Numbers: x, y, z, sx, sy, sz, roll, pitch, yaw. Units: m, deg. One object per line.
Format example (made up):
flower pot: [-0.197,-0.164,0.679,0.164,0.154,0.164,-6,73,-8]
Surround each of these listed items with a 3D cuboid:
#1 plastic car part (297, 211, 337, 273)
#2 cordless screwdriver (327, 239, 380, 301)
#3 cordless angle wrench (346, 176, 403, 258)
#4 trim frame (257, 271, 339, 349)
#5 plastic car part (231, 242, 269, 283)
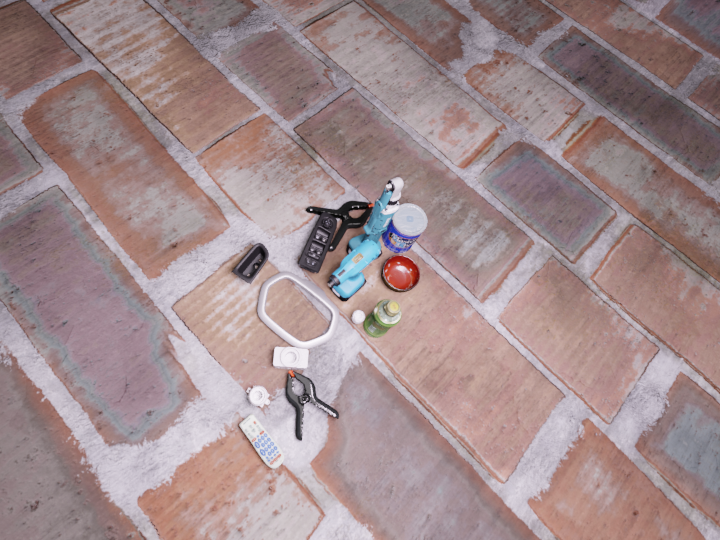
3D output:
plastic car part: [-0.124,-0.081,1.266,0.066,0.066,0.205,20,67,0]
cordless screwdriver: [-0.038,0.020,1.134,0.157,0.246,0.076,-41,82,-21]
cordless angle wrench: [0.044,-0.124,1.110,0.096,0.419,0.076,-23,76,-18]
trim frame: [-0.177,0.110,1.201,0.253,0.027,0.183,35,68,9]
plastic car part: [-0.307,-0.015,1.218,0.067,0.070,0.116,32,68,5]
